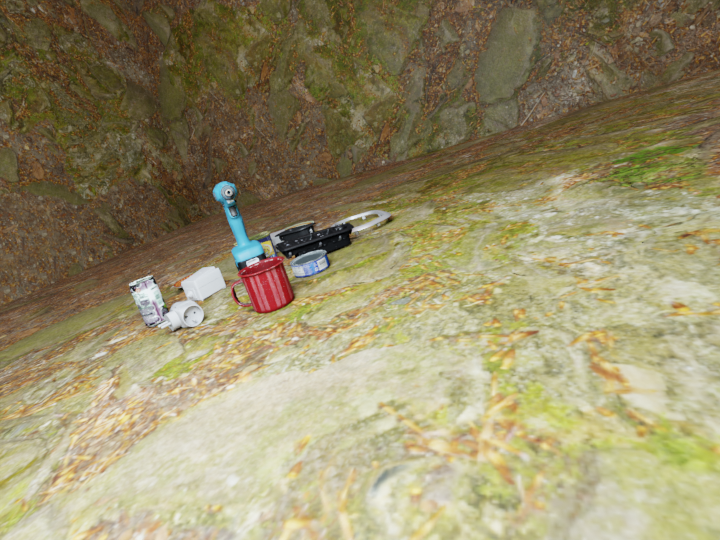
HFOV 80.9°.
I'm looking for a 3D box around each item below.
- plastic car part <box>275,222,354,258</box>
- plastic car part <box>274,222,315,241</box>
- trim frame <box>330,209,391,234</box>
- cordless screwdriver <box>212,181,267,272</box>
[{"bbox_3d":[-0.102,-0.067,1.042,0.199,0.066,0.069,-24,16,-18],"label":"plastic car part"},{"bbox_3d":[-0.167,-0.086,1.164,0.122,0.069,0.064,-5,19,39],"label":"plastic car part"},{"bbox_3d":[-0.009,-0.136,1.227,0.183,0.027,0.255,-20,17,-6],"label":"trim frame"},{"bbox_3d":[-0.286,-0.092,1.008,0.073,0.244,0.165,-21,14,-16],"label":"cordless screwdriver"}]
